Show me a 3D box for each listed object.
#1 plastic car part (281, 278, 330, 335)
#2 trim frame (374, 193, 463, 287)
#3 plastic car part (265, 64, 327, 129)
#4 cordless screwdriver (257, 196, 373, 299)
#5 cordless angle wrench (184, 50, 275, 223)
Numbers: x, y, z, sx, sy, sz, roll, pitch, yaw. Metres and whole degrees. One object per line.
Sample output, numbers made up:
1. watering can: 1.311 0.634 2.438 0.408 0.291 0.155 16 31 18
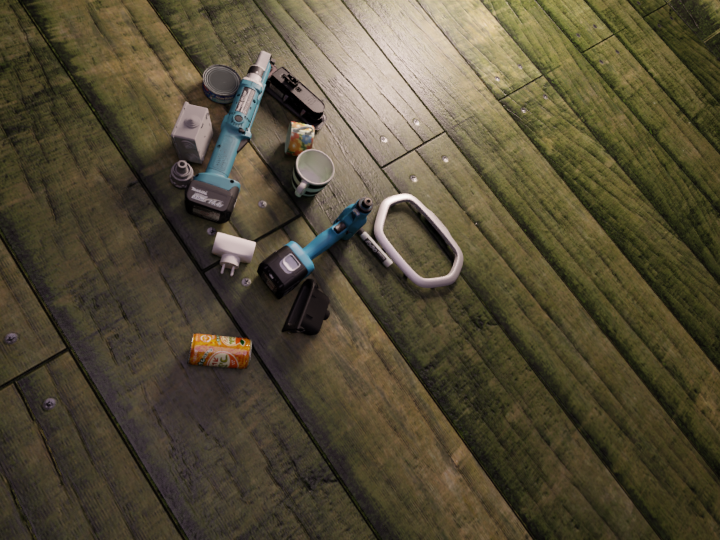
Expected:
1. plastic car part: -0.095 0.080 0.833 0.068 0.068 0.117 36 58 -23
2. trim frame: 0.136 -0.070 0.983 0.181 0.027 0.251 -39 84 -26
3. plastic car part: -0.155 -0.422 1.005 0.202 0.068 0.066 44 56 -2
4. cordless screwdriver: -0.081 -0.053 0.829 0.245 0.161 0.075 -40 90 -25
5. cordless angle wrench: -0.262 -0.307 0.901 0.096 0.075 0.428 17 68 -14
